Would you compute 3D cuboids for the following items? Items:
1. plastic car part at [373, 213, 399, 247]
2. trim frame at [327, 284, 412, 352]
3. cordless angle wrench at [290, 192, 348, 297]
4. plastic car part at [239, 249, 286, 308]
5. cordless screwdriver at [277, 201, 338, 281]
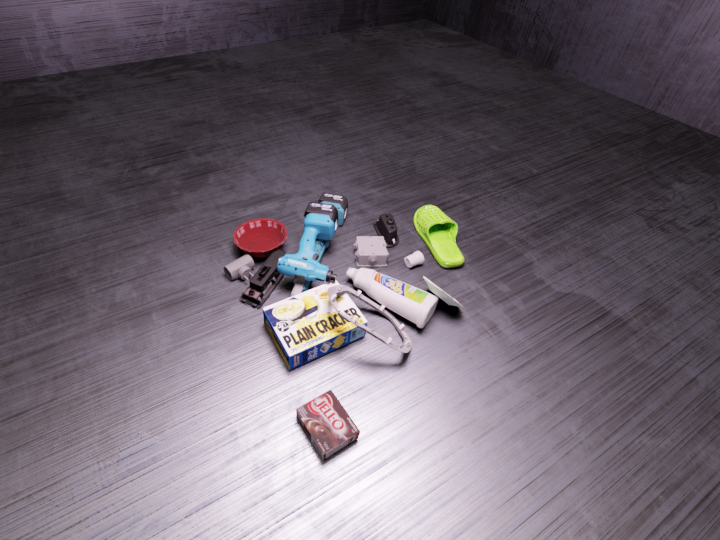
[{"bbox_3d":[0.089,-0.136,1.329,0.065,0.069,0.122,-7,42,-11],"label":"plastic car part"},{"bbox_3d":[0.025,0.110,1.024,0.245,0.027,0.186,34,20,-8],"label":"trim frame"},{"bbox_3d":[-0.131,-0.076,1.262,0.100,0.072,0.429,10,47,7],"label":"cordless angle wrench"},{"bbox_3d":[-0.260,0.009,1.177,0.069,0.065,0.202,13,42,18],"label":"plastic car part"},{"bbox_3d":[-0.115,-0.075,1.177,0.163,0.072,0.251,11,53,12],"label":"cordless screwdriver"}]
